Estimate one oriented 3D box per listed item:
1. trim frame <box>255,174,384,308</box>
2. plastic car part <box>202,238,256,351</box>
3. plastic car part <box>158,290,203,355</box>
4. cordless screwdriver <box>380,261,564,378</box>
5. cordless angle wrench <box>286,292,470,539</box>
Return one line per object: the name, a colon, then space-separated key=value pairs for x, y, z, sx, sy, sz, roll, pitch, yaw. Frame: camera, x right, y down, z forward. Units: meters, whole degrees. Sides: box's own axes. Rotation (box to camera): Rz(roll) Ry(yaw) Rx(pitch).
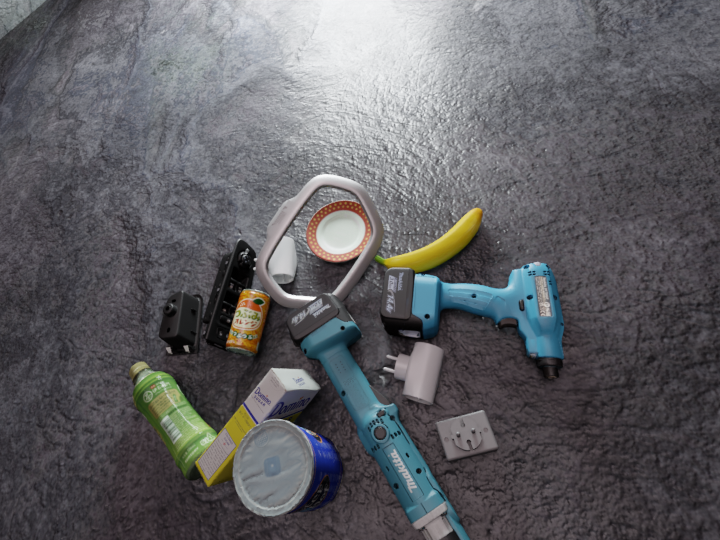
trim frame: x=-0.071 y=-0.047 z=0.729 sx=0.184 sy=0.027 sz=0.248 roll=33 pitch=91 yaw=0
plastic car part: x=-0.242 y=0.041 z=0.775 sx=0.070 sy=0.063 sz=0.206 roll=-10 pitch=58 yaw=41
plastic car part: x=-0.333 y=0.089 z=0.770 sx=0.067 sy=0.068 sz=0.120 roll=-8 pitch=64 yaw=11
cordless screwdriver: x=0.156 y=0.070 z=0.615 sx=0.254 sy=0.071 sz=0.163 roll=-1 pitch=63 yaw=14
cordless angle wrench: x=0.032 y=0.222 z=0.578 sx=0.098 sy=0.071 sz=0.443 roll=-34 pitch=60 yaw=-2
